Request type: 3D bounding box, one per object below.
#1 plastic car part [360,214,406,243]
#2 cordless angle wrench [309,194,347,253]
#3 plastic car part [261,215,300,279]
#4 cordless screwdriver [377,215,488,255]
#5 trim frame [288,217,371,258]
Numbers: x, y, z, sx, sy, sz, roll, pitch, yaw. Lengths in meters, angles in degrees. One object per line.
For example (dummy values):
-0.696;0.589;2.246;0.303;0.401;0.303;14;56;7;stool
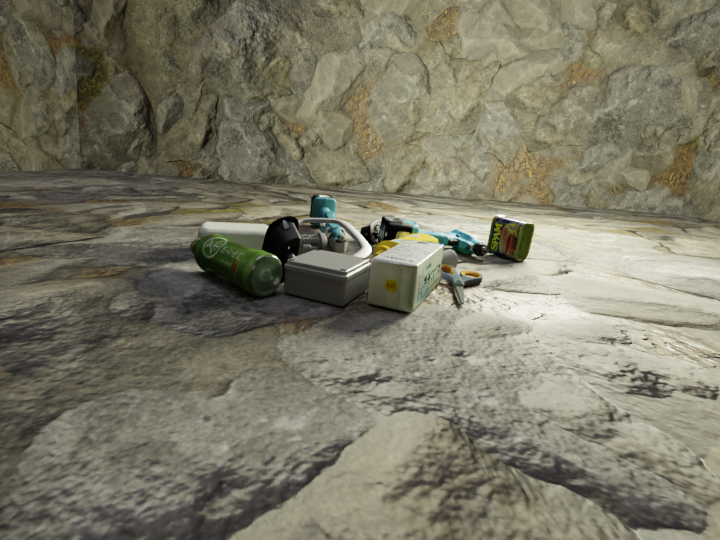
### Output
0.062;-0.113;1.167;0.070;0.065;0.196;2;11;31;plastic car part
-0.082;-0.120;1.129;0.073;0.096;0.436;2;19;-12;cordless angle wrench
-0.133;-0.028;0.737;0.063;0.115;0.075;-2;39;-29;plastic car part
0.176;-0.076;1.045;0.245;0.073;0.164;6;14;-10;cordless screwdriver
-0.086;-0.056;0.877;0.180;0.027;0.262;-14;34;-18;trim frame
